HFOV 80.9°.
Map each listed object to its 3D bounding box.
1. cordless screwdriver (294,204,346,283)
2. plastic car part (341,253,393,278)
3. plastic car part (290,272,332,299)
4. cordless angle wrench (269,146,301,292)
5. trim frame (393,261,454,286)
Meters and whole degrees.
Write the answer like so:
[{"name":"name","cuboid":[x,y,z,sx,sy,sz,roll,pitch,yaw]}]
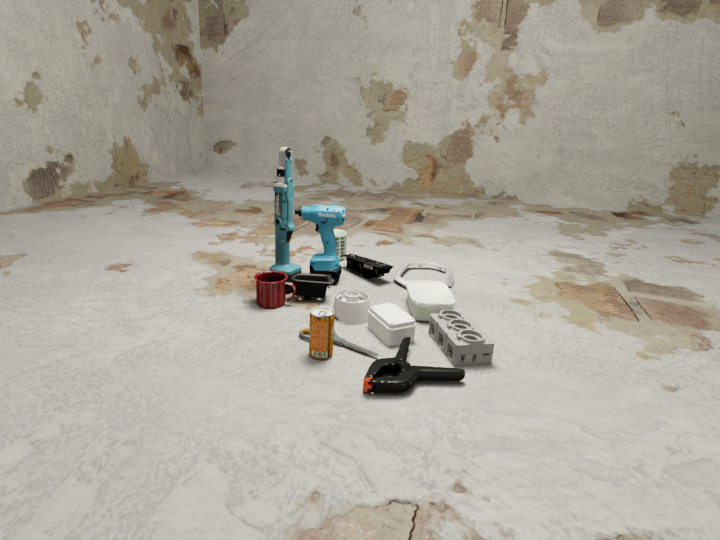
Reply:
[{"name":"cordless screwdriver","cuboid":[-0.130,-0.085,1.329,0.162,0.244,0.074,6,18,8]},{"name":"plastic car part","cuboid":[0.016,-0.014,1.406,0.064,0.066,0.215,-12,24,-37]},{"name":"plastic car part","cuboid":[-0.142,0.049,1.215,0.116,0.070,0.067,1,19,-3]},{"name":"cordless angle wrench","cuboid":[-0.224,-0.145,1.236,0.103,0.416,0.072,15,21,32]},{"name":"trim frame","cuboid":[0.212,0.018,1.391,0.191,0.027,0.244,10,22,21]}]
